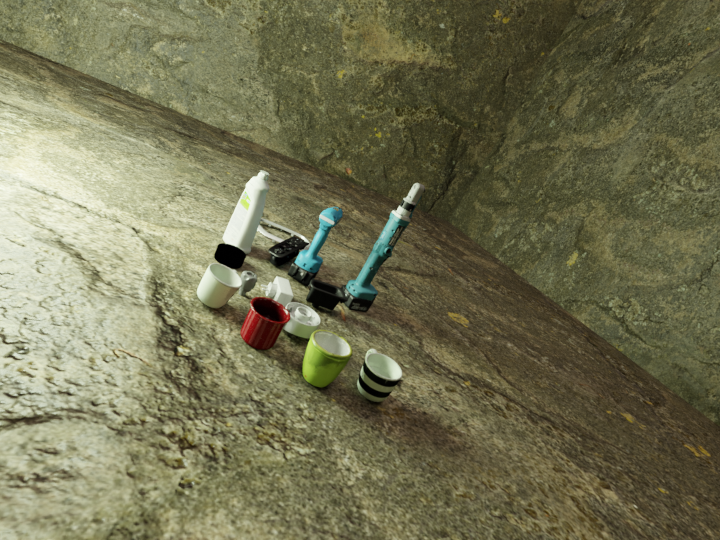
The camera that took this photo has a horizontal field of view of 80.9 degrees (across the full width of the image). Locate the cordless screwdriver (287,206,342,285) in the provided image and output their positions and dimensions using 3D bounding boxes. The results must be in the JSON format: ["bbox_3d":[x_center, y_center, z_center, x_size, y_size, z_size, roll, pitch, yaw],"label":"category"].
[{"bbox_3d":[-0.127,-0.083,1.299,0.075,0.248,0.158,29,18,2],"label":"cordless screwdriver"}]

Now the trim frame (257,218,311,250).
[{"bbox_3d":[-0.285,-0.130,1.553,0.240,0.027,0.191,20,20,-19],"label":"trim frame"}]

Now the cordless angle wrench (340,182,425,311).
[{"bbox_3d":[0.071,-0.069,1.254,0.093,0.421,0.078,15,23,-36],"label":"cordless angle wrench"}]

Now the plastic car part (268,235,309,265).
[{"bbox_3d":[-0.241,-0.061,1.370,0.068,0.067,0.199,31,19,8],"label":"plastic car part"}]

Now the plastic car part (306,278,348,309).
[{"bbox_3d":[-0.106,0.075,1.188,0.112,0.070,0.069,18,21,-26],"label":"plastic car part"}]
